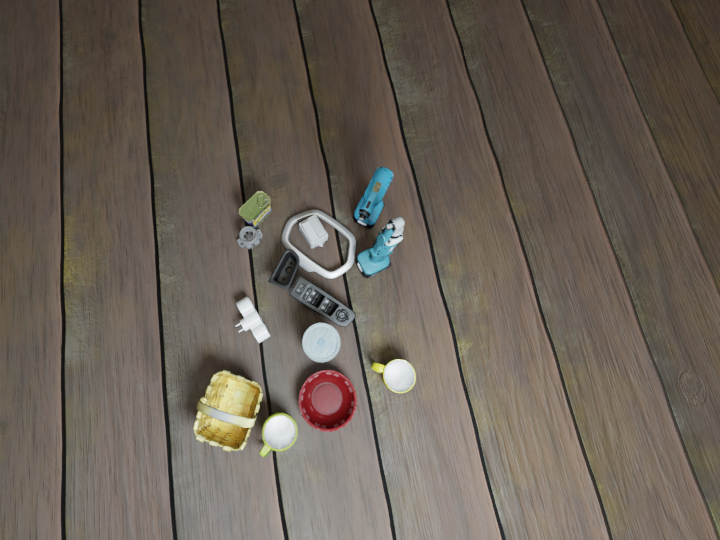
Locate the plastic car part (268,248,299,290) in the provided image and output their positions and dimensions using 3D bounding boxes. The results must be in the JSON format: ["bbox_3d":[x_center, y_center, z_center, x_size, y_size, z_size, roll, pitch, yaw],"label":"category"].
[{"bbox_3d":[-0.222,0.000,1.276,0.066,0.070,0.117,23,76,2],"label":"plastic car part"}]

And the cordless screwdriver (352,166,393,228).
[{"bbox_3d":[0.025,-0.185,1.241,0.075,0.246,0.159,26,76,0],"label":"cordless screwdriver"}]

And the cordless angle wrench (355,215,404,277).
[{"bbox_3d":[0.060,-0.065,1.119,0.097,0.419,0.076,-26,82,-11],"label":"cordless angle wrench"}]

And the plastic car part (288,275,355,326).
[{"bbox_3d":[-0.112,0.099,1.253,0.206,0.066,0.066,31,76,6],"label":"plastic car part"}]

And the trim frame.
[{"bbox_3d":[-0.129,-0.085,1.323,0.252,0.027,0.184,36,77,8],"label":"trim frame"}]
